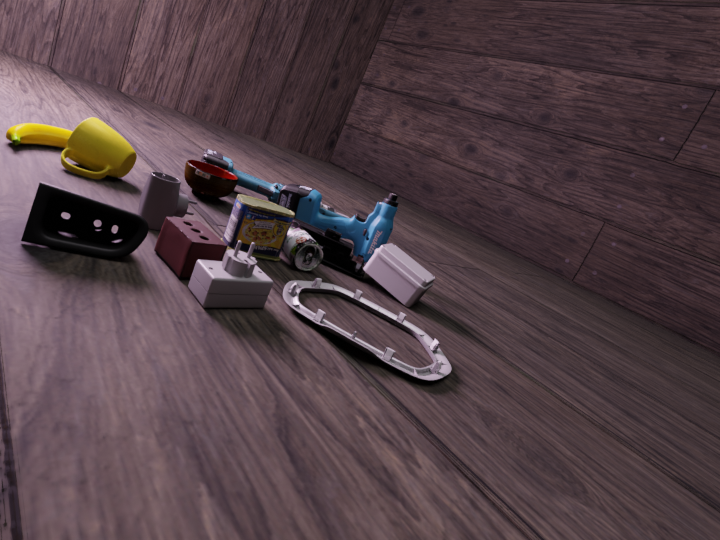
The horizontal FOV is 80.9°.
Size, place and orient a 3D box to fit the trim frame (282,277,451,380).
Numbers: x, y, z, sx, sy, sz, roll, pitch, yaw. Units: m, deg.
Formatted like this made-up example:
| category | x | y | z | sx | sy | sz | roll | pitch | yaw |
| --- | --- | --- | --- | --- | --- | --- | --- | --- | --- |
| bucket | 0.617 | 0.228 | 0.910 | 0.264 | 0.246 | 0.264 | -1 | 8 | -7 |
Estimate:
| category | x | y | z | sx | sy | sz | roll | pitch | yaw |
| --- | --- | --- | --- | --- | --- | --- | --- | --- | --- |
| trim frame | 0.008 | 0.070 | 0.578 | 0.256 | 0.027 | 0.180 | 28 | 17 | 14 |

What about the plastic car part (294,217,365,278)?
| category | x | y | z | sx | sy | sz | roll | pitch | yaw |
| --- | --- | --- | --- | --- | --- | --- | --- | --- | --- |
| plastic car part | -0.079 | -0.052 | 0.810 | 0.205 | 0.066 | 0.066 | 21 | 22 | 5 |

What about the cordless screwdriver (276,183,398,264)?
| category | x | y | z | sx | sy | sz | roll | pitch | yaw |
| --- | --- | --- | --- | --- | --- | --- | --- | --- | --- |
| cordless screwdriver | -0.051 | -0.124 | 0.903 | 0.251 | 0.158 | 0.074 | 22 | 14 | 4 |

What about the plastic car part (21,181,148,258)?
| category | x | y | z | sx | sy | sz | roll | pitch | yaw |
| --- | --- | --- | --- | --- | --- | --- | --- | --- | --- |
| plastic car part | -0.317 | -0.054 | 0.496 | 0.111 | 0.066 | 0.075 | 17 | 2 | -34 |

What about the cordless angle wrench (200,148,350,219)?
| category | x | y | z | sx | sy | sz | roll | pitch | yaw |
| --- | --- | --- | --- | --- | --- | --- | --- | --- | --- |
| cordless angle wrench | -0.210 | -0.196 | 1.097 | 0.408 | 0.074 | 0.102 | 20 | 15 | -20 |
